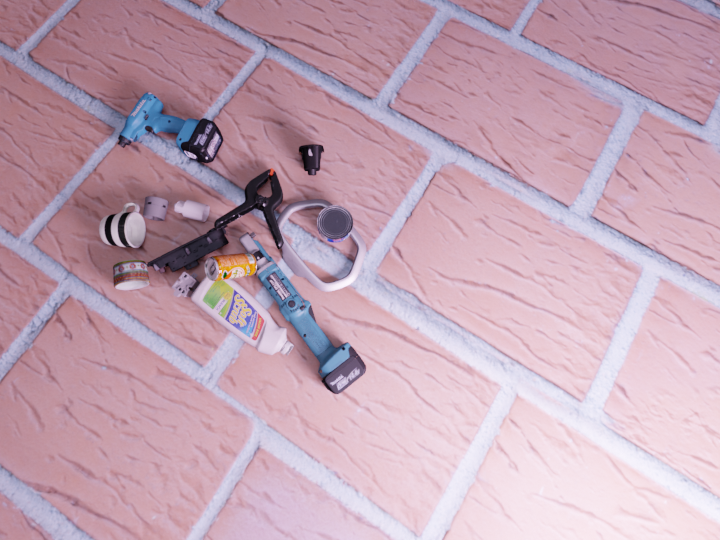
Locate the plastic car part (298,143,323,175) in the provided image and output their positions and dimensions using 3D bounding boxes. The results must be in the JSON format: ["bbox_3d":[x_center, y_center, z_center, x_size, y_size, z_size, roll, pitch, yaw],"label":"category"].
[{"bbox_3d":[-0.120,-0.270,1.041,0.066,0.118,0.070,-2,101,-4],"label":"plastic car part"}]

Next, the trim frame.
[{"bbox_3d":[-0.100,-0.065,1.022,0.183,0.027,0.253,-39,80,-11],"label":"trim frame"}]

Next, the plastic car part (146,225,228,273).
[{"bbox_3d":[-0.396,-0.045,0.999,0.201,0.066,0.067,-33,89,-9],"label":"plastic car part"}]

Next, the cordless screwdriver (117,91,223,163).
[{"bbox_3d":[-0.488,-0.345,1.077,0.254,0.072,0.159,25,77,10],"label":"cordless screwdriver"}]

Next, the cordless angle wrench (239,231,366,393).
[{"bbox_3d":[-0.152,0.080,0.962,0.097,0.073,0.434,-37,76,-10],"label":"cordless angle wrench"}]
